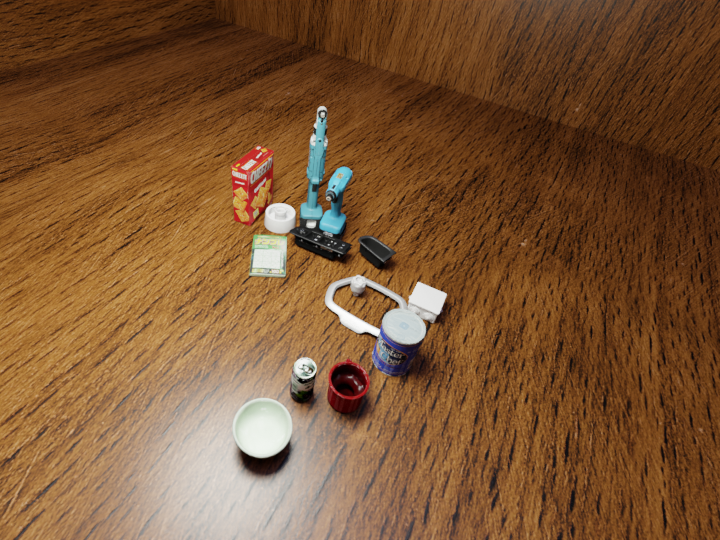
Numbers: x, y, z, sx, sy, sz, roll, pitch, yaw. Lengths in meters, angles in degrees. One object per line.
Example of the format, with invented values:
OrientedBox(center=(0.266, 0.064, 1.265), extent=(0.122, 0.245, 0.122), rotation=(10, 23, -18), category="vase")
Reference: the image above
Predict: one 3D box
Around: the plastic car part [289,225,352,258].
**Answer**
OrientedBox(center=(-0.131, -0.085, 1.335), extent=(0.210, 0.065, 0.066), rotation=(25, 45, 17), category="plastic car part")

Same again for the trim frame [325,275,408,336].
OrientedBox(center=(0.018, 0.100, 1.188), extent=(0.258, 0.027, 0.182), rotation=(27, 46, 20), category="trim frame")

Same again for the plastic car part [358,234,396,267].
OrientedBox(center=(0.042, -0.053, 1.323), extent=(0.122, 0.069, 0.064), rotation=(37, 49, 27), category="plastic car part")

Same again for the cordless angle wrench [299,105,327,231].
OrientedBox(center=(-0.140, -0.305, 1.314), extent=(0.073, 0.413, 0.101), rotation=(4, 43, -10), category="cordless angle wrench")

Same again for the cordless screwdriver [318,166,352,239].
OrientedBox(center=(-0.085, -0.184, 1.317), extent=(0.076, 0.243, 0.160), rotation=(18, 43, 6), category="cordless screwdriver")
